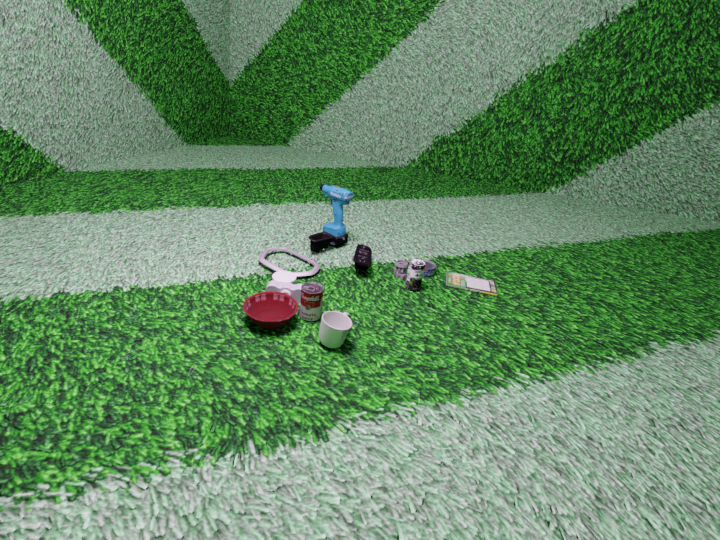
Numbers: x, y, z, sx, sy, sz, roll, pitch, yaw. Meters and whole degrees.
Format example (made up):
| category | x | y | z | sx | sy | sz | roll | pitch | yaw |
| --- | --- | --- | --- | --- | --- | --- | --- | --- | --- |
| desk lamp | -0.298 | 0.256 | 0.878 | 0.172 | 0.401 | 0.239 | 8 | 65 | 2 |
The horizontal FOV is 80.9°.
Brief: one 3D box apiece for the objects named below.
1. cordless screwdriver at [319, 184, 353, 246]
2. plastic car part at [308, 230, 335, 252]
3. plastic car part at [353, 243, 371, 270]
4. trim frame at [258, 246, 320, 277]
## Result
| category | x | y | z | sx | sy | sz | roll | pitch | yaw |
| --- | --- | --- | --- | --- | --- | --- | --- | --- | --- |
| cordless screwdriver | -0.116 | -0.233 | 1.766 | 0.168 | 0.244 | 0.072 | 26 | 30 | 34 |
| plastic car part | -0.167 | -0.109 | 1.706 | 0.070 | 0.069 | 0.112 | 26 | 33 | 34 |
| plastic car part | 0.008 | -0.045 | 1.613 | 0.067 | 0.065 | 0.206 | 7 | 27 | 1 |
| trim frame | -0.268 | -0.032 | 1.584 | 0.262 | 0.027 | 0.179 | 23 | 32 | 31 |
